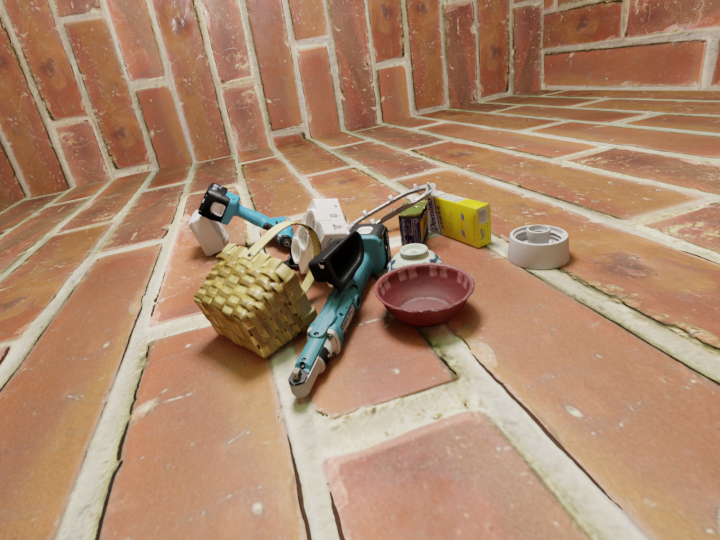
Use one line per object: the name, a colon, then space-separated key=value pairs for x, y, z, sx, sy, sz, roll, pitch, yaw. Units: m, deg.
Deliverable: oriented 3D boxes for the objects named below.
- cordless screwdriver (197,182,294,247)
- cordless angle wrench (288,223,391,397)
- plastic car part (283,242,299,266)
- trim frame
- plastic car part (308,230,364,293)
cordless screwdriver: x=-0.285 y=-0.132 z=1.084 sx=0.241 sy=0.074 sz=0.165 roll=22 pitch=17 yaw=-19
cordless angle wrench: x=-0.029 y=0.050 z=0.728 sx=0.077 sy=0.094 sz=0.424 roll=-1 pitch=32 yaw=19
plastic car part: x=-0.099 y=-0.064 z=1.008 sx=0.070 sy=0.065 sz=0.198 roll=23 pitch=43 yaw=39
trim frame: x=0.059 y=-0.141 z=0.972 sx=0.249 sy=0.027 sz=0.188 roll=-28 pitch=17 yaw=0
plastic car part: x=-0.046 y=-0.018 z=0.721 sx=0.074 sy=0.064 sz=0.116 roll=-9 pitch=26 yaw=32
